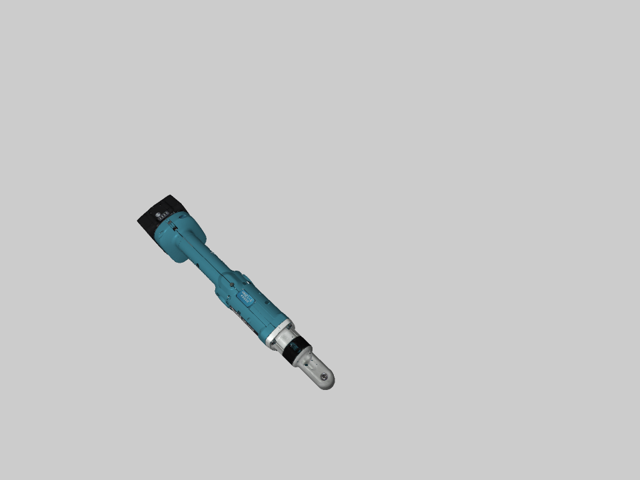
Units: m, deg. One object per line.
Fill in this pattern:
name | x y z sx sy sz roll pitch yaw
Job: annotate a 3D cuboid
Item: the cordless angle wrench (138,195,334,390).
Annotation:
cordless angle wrench | -0.135 0.081 0.676 0.422 0.074 0.098 39 -19 24
